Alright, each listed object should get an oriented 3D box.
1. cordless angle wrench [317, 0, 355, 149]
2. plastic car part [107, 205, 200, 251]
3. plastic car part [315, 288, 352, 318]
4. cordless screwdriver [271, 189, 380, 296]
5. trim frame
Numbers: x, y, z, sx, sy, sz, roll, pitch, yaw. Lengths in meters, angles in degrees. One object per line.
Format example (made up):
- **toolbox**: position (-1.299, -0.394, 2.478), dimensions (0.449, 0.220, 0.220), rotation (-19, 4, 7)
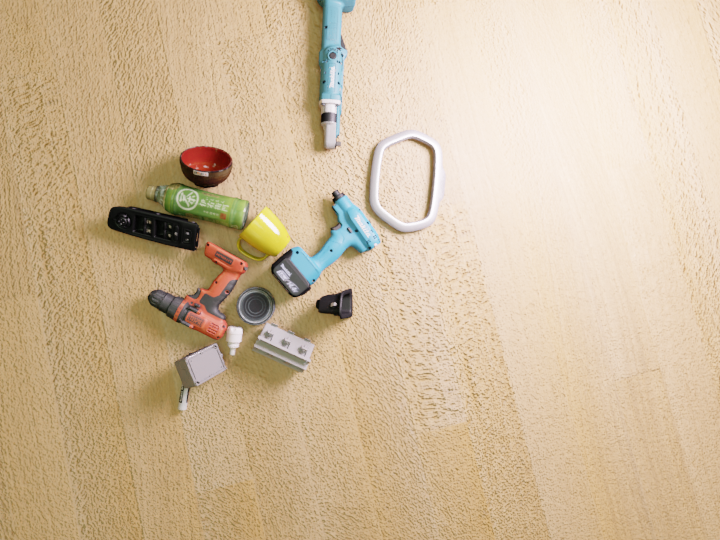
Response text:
- **cordless angle wrench**: position (-0.066, -0.494, 0.994), dimensions (0.097, 0.075, 0.424), rotation (2, 87, -6)
- **plastic car part**: position (-0.448, -0.104, 0.927), dimensions (0.202, 0.069, 0.065), rotation (11, 122, -4)
- **plastic car part**: position (-0.060, 0.074, 0.929), dimensions (0.073, 0.113, 0.066), rotation (-2, 88, 15)
- **cordless screwdriver**: position (-0.093, -0.061, 0.952), dimensions (0.247, 0.075, 0.159), rotation (-36, 89, -11)
- **trim frame**: position (0.114, -0.214, 1.004), dimensions (0.183, 0.027, 0.250), rotation (6, 83, -3)
